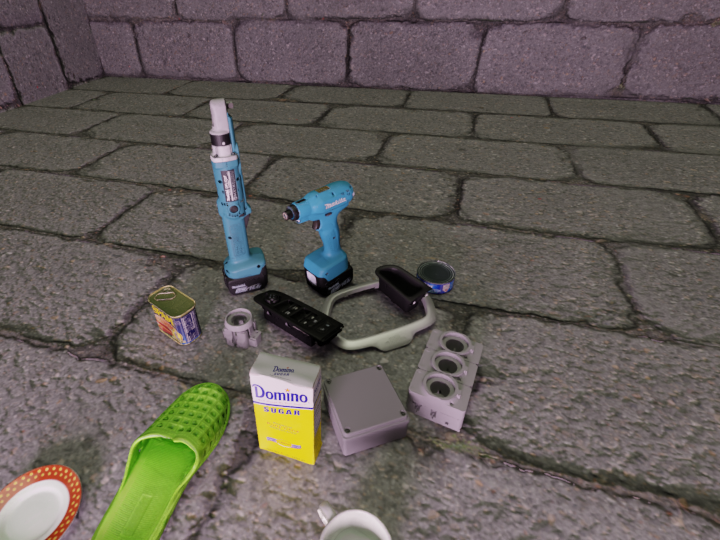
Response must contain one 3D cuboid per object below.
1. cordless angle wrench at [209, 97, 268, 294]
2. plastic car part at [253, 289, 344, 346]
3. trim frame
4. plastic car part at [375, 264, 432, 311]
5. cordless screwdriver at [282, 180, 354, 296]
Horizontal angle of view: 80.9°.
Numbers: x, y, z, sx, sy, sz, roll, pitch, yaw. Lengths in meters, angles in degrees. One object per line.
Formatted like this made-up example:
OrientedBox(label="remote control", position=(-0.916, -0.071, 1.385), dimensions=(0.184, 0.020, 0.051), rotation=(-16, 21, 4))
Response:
OrientedBox(label="cordless angle wrench", position=(-0.260, -0.137, 0.866), dimensions=(0.096, 0.410, 0.078), rotation=(-11, 38, -16))
OrientedBox(label="plastic car part", position=(-0.128, 0.096, 0.837), dimensions=(0.214, 0.065, 0.065), rotation=(26, 44, 32))
OrientedBox(label="trim frame", position=(0.033, 0.087, 0.872), dimensions=(0.243, 0.027, 0.194), rotation=(-15, 39, -16))
OrientedBox(label="plastic car part", position=(0.083, 0.043, 0.893), dimensions=(0.064, 0.069, 0.123), rotation=(-26, 43, -30))
OrientedBox(label="cordless screwdriver", position=(-0.087, -0.057, 0.891), dimensions=(0.155, 0.241, 0.079), rotation=(-27, 45, -33))
